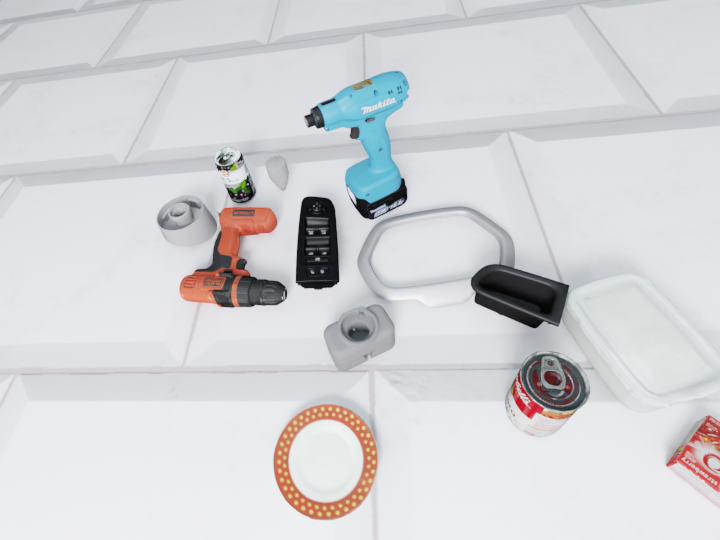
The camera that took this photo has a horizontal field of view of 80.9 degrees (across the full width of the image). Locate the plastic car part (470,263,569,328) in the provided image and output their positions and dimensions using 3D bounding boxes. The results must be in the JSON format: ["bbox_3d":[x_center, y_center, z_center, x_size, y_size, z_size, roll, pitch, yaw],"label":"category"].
[{"bbox_3d":[0.212,0.041,0.589,0.121,0.068,0.066,20,59,22],"label":"plastic car part"}]

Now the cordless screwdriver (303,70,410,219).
[{"bbox_3d":[0.000,-0.189,0.694,0.158,0.239,0.078,-23,54,-10],"label":"cordless screwdriver"}]

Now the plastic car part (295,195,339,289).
[{"bbox_3d":[-0.069,-0.045,0.710,0.067,0.064,0.210,-7,53,3],"label":"plastic car part"}]

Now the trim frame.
[{"bbox_3d":[0.118,-0.027,0.684,0.250,0.026,0.191,-10,52,3],"label":"trim frame"}]
